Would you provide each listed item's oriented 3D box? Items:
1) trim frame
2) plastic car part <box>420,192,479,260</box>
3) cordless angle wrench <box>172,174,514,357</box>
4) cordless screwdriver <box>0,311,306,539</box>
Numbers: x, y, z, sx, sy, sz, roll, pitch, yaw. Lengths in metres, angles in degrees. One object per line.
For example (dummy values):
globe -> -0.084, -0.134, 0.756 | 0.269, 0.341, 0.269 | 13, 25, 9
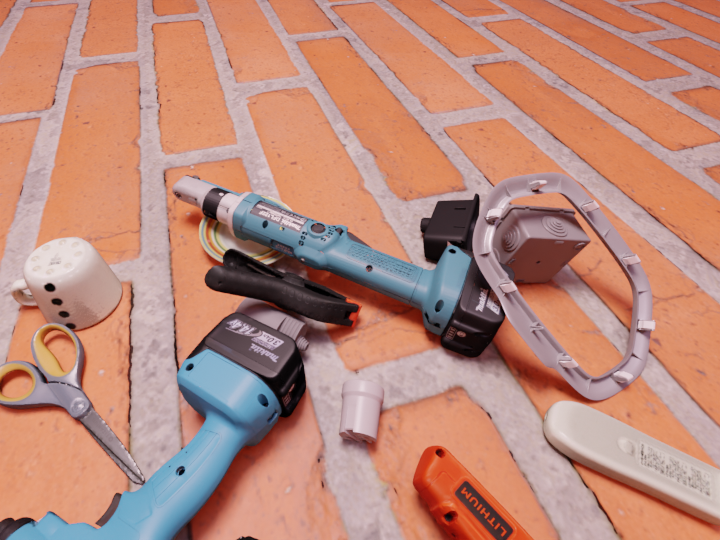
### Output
trim frame -> 0.213, 0.010, 0.426 | 0.182, 0.028, 0.246 | -41, 96, -19
plastic car part -> 0.113, -0.052, 0.550 | 0.073, 0.063, 0.117 | 4, 44, 20
cordless angle wrench -> -0.049, -0.032, 0.502 | 0.435, 0.072, 0.098 | 22, 51, 15
cordless screwdriver -> -0.159, 0.148, 0.348 | 0.165, 0.071, 0.249 | 14, 49, 20
